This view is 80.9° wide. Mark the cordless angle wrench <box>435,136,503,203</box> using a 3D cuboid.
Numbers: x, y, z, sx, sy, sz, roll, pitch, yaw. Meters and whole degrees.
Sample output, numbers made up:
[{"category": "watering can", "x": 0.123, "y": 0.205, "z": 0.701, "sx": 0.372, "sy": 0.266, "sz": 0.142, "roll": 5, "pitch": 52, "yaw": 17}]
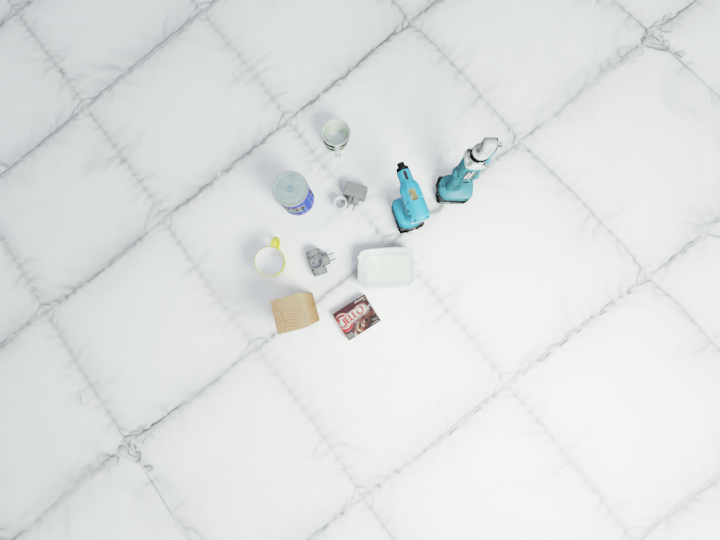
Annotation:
[{"category": "cordless angle wrench", "x": 0.265, "y": -0.246, "z": 1.056, "sx": 0.099, "sy": 0.417, "sz": 0.075, "roll": 3, "pitch": 87, "yaw": 2}]

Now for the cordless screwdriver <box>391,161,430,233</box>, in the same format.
[{"category": "cordless screwdriver", "x": 0.127, "y": -0.190, "z": 1.152, "sx": 0.074, "sy": 0.245, "sz": 0.161, "roll": -18, "pitch": 85, "yaw": 1}]
